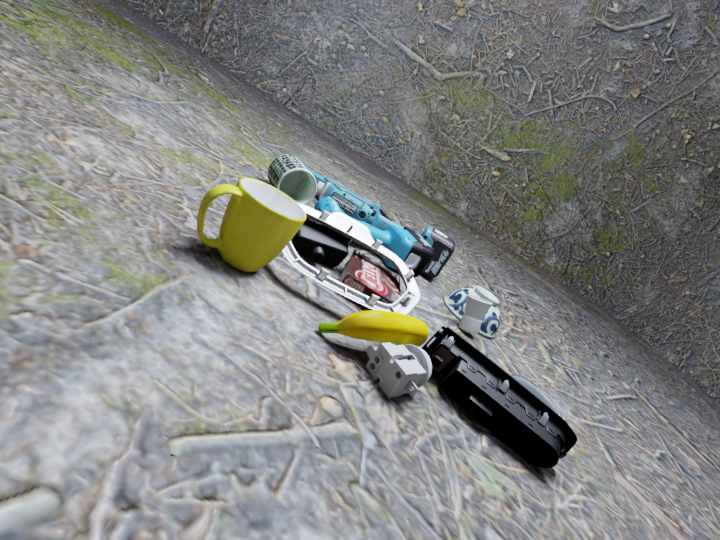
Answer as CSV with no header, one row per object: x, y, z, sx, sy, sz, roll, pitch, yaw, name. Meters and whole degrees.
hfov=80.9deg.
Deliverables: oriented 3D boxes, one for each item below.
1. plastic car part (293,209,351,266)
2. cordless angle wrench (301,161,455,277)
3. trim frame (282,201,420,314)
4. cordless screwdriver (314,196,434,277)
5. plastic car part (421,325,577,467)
-0.065,-0.042,0.662,0.111,0.066,0.074,18,38,-30,plastic car part
0.012,-0.133,0.984,0.432,0.098,0.073,32,17,11,cordless angle wrench
-0.017,-0.023,0.601,0.243,0.027,0.188,25,30,-12,trim frame
0.028,-0.058,0.830,0.240,0.074,0.166,21,22,-22,cordless screwdriver
0.164,0.159,0.510,0.207,0.066,0.066,37,28,10,plastic car part
